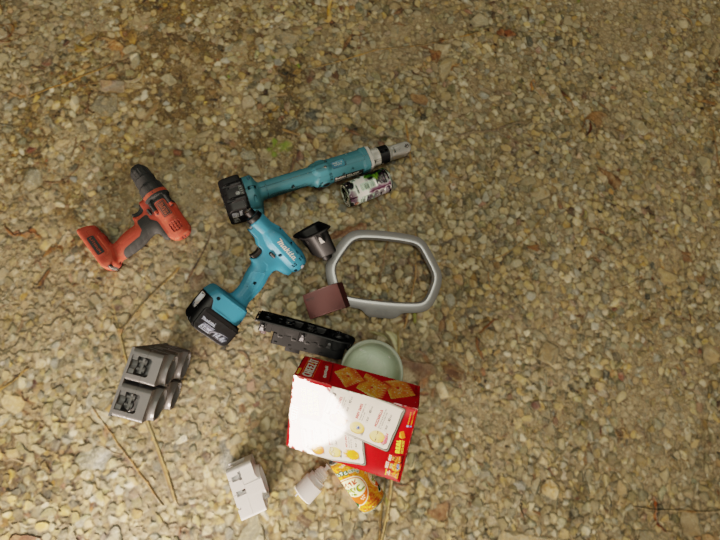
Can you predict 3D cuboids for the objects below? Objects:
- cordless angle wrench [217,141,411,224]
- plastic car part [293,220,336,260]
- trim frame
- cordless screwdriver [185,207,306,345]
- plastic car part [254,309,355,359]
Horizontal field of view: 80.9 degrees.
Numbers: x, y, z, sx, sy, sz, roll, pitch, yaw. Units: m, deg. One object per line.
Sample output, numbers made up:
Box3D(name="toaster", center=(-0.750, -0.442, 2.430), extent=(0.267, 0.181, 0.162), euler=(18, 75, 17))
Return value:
Box3D(name="cordless angle wrench", center=(-0.083, -0.204, 0.893), extent=(0.417, 0.097, 0.076), euler=(-20, 81, -11))
Box3D(name="plastic car part", center=(-0.084, -0.055, 0.857), extent=(0.065, 0.121, 0.069), euler=(-32, 110, -11))
Box3D(name="trim frame", center=(0.049, 0.007, 0.891), extent=(0.246, 0.027, 0.186), euler=(5, 77, -5))
Box3D(name="cordless screwdriver", center=(-0.235, 0.009, 0.818), extent=(0.248, 0.078, 0.152), euler=(-48, 117, -13))
Box3D(name="plastic car part", center=(-0.110, 0.133, 0.835), extent=(0.202, 0.066, 0.067), euler=(11, 89, -2))
